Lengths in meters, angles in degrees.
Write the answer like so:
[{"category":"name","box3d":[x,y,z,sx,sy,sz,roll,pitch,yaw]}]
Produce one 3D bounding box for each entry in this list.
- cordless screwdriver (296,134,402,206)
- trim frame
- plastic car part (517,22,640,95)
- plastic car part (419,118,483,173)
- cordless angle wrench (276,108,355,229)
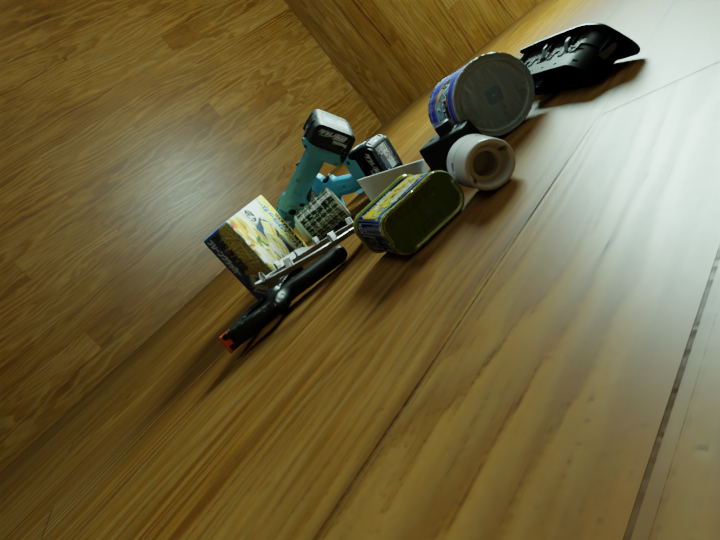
[{"category":"cordless screwdriver","box3d":[-0.039,-0.223,0.949,0.256,0.156,0.073,-23,17,48]},{"category":"trim frame","box3d":[-0.066,-0.043,0.674,0.244,0.027,0.190,-40,12,-39]},{"category":"plastic car part","box3d":[0.246,-0.253,0.520,0.067,0.065,0.206,-49,13,9]},{"category":"plastic car part","box3d":[0.121,-0.160,0.547,0.065,0.070,0.119,-46,11,-17]},{"category":"cordless angle wrench","box3d":[-0.150,-0.146,0.939,0.422,0.094,0.077,-55,31,34]}]
